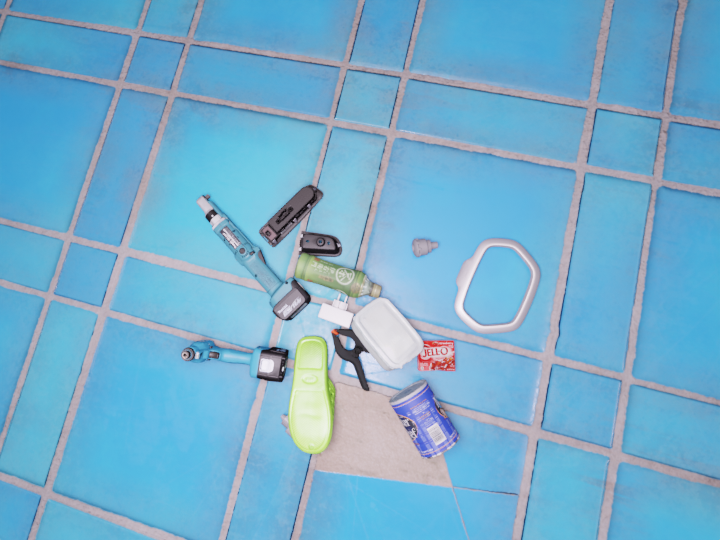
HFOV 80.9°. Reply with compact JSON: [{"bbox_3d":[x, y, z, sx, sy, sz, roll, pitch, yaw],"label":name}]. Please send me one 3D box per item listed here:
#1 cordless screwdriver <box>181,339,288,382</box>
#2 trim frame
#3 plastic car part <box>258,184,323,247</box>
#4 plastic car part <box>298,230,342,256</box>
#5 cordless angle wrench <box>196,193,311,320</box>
[{"bbox_3d":[-0.306,0.217,1.038,0.252,0.157,0.075,8,84,5],"label":"cordless screwdriver"},{"bbox_3d":[0.336,0.038,1.053,0.187,0.027,0.249,23,86,9],"label":"trim frame"},{"bbox_3d":[-0.189,-0.158,1.135,0.202,0.065,0.068,-44,74,-4],"label":"plastic car part"},{"bbox_3d":[-0.108,-0.071,1.104,0.119,0.069,0.066,6,84,10],"label":"plastic car part"},{"bbox_3d":[-0.304,-0.048,1.127,0.098,0.072,0.434,-44,76,-2],"label":"cordless angle wrench"}]
